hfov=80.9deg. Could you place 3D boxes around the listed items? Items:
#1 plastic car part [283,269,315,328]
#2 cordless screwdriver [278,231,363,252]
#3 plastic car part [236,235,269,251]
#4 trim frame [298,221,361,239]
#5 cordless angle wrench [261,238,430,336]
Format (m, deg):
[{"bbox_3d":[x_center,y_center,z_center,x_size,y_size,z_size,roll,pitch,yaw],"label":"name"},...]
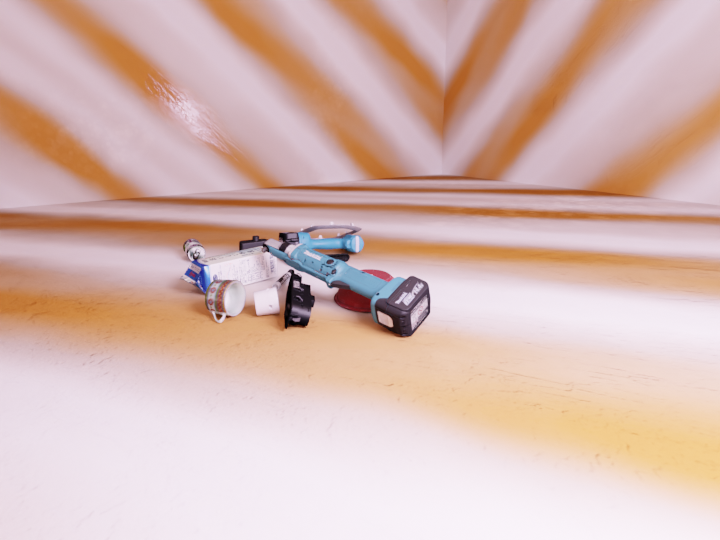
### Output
[{"bbox_3d":[-0.128,0.065,0.872,0.066,0.066,0.206,21,14,-10],"label":"plastic car part"},{"bbox_3d":[-0.128,-0.083,1.305,0.244,0.074,0.163,-2,7,-13],"label":"cordless screwdriver"},{"bbox_3d":[-0.325,-0.070,1.289,0.114,0.069,0.069,-11,20,-19],"label":"plastic car part"},{"bbox_3d":[-0.104,-0.124,1.365,0.176,0.028,0.256,4,-10,-29],"label":"trim frame"},{"bbox_3d":[-0.059,0.004,0.885,0.447,0.071,0.096,23,51,37],"label":"cordless angle wrench"}]
